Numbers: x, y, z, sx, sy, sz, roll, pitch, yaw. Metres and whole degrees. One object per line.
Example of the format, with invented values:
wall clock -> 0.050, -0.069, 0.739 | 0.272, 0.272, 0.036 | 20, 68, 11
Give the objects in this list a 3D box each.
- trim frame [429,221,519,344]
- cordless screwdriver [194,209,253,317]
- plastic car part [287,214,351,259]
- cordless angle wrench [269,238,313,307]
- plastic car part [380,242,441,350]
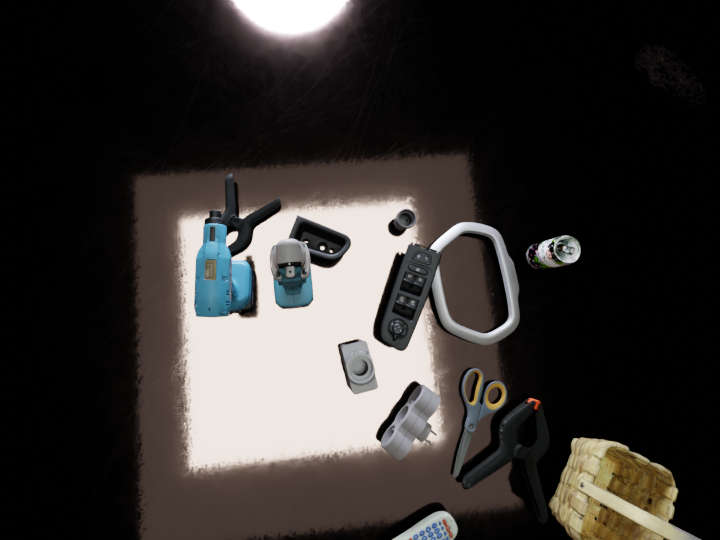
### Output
trim frame -> 0.232, 0.024, 0.853 | 0.183, 0.027, 0.251 | -10, 81, -5
cordless screwdriver -> -0.231, 0.000, 0.723 | 0.074, 0.249, 0.161 | 0, 82, -8
plastic car part -> -0.081, -0.053, 0.830 | 0.117, 0.071, 0.066 | 20, 80, -1
cordless angle wrench -> -0.105, 0.002, 0.641 | 0.073, 0.423, 0.099 | -5, 84, -9
plastic car part -> 0.089, 0.052, 0.821 | 0.066, 0.067, 0.204 | 20, 80, -2
